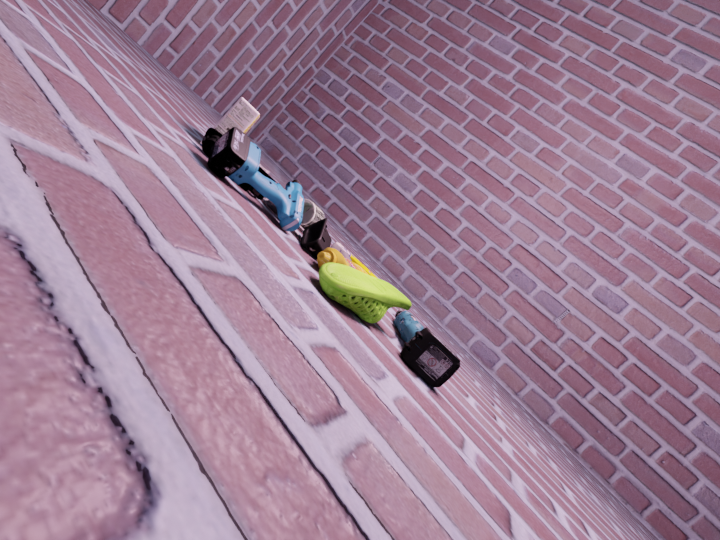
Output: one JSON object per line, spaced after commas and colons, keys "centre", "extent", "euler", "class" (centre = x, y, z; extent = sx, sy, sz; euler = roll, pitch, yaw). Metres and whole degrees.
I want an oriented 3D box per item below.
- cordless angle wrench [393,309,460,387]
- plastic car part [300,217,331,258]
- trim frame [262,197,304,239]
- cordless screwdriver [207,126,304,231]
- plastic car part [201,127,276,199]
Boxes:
{"centre": [0.122, 0.145, 0.986], "extent": [0.097, 0.074, 0.425], "euler": [43, 2, -6], "class": "cordless angle wrench"}
{"centre": [-0.098, -0.064, 1.004], "extent": [0.068, 0.067, 0.119], "euler": [56, 19, -27], "class": "plastic car part"}
{"centre": [-0.190, -0.139, 1.123], "extent": [0.258, 0.027, 0.177], "euler": [47, 6, 19], "class": "trim frame"}
{"centre": [-0.216, -0.213, 0.946], "extent": [0.236, 0.076, 0.164], "euler": [42, 33, -35], "class": "cordless screwdriver"}
{"centre": [-0.300, -0.248, 1.001], "extent": [0.200, 0.067, 0.067], "euler": [44, 30, -8], "class": "plastic car part"}
